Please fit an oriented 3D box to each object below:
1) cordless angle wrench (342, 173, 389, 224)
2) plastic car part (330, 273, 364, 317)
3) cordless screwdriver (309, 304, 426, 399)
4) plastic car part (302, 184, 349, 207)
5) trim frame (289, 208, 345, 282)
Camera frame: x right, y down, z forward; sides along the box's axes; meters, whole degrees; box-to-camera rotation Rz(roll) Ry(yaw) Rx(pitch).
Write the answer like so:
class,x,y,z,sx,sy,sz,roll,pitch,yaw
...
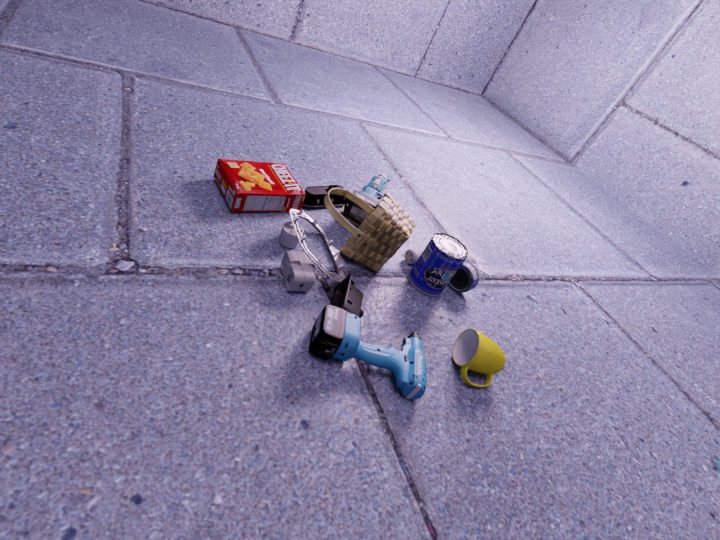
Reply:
class,x,y,z,sx,sy,sz,roll,pitch,yaw
cordless angle wrench,0.041,-0.258,1.383,0.098,0.074,0.423,26,28,0
plastic car part,-0.024,0.077,0.957,0.069,0.066,0.119,33,33,-18
cordless screwdriver,0.024,0.150,0.881,0.246,0.074,0.161,25,36,-6
plastic car part,-0.104,-0.229,1.293,0.195,0.067,0.069,-14,59,-37
trim frame,-0.104,-0.068,1.065,0.174,0.028,0.261,37,18,-43
